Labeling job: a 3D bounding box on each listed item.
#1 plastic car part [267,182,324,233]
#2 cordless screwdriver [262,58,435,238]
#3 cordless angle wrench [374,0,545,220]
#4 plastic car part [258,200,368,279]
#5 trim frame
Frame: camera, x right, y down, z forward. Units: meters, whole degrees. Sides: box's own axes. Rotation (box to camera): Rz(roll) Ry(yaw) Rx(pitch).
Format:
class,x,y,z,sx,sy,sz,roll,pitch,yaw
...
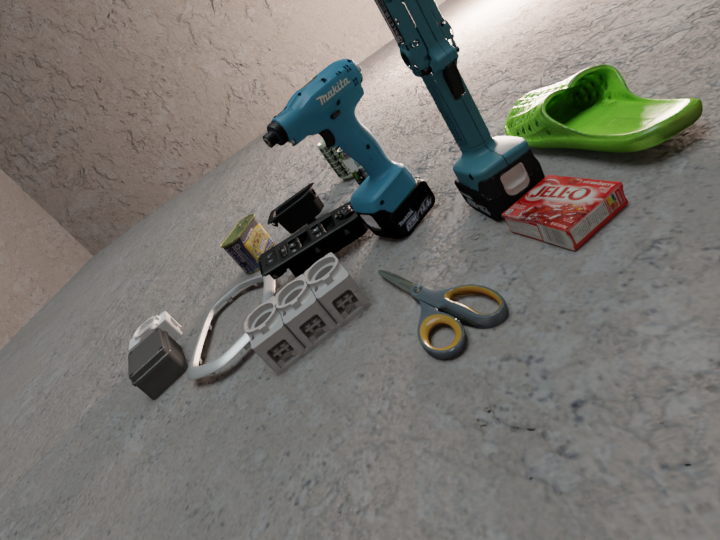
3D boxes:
class,x,y,z,sx,sy,sz,roll,pitch,yaw
plastic car part,-0.123,-0.118,0.864,0.118,0.068,0.068,-30,26,15
cordless screwdriver,-0.012,-0.145,0.589,0.158,0.239,0.078,-44,24,-16
cordless angle wrench,0.073,-0.241,0.454,0.074,0.407,0.101,-35,23,4
plastic car part,-0.067,-0.044,0.689,0.203,0.064,0.069,-35,25,4
trim frame,-0.215,0.085,0.707,0.185,0.026,0.257,-34,27,7
